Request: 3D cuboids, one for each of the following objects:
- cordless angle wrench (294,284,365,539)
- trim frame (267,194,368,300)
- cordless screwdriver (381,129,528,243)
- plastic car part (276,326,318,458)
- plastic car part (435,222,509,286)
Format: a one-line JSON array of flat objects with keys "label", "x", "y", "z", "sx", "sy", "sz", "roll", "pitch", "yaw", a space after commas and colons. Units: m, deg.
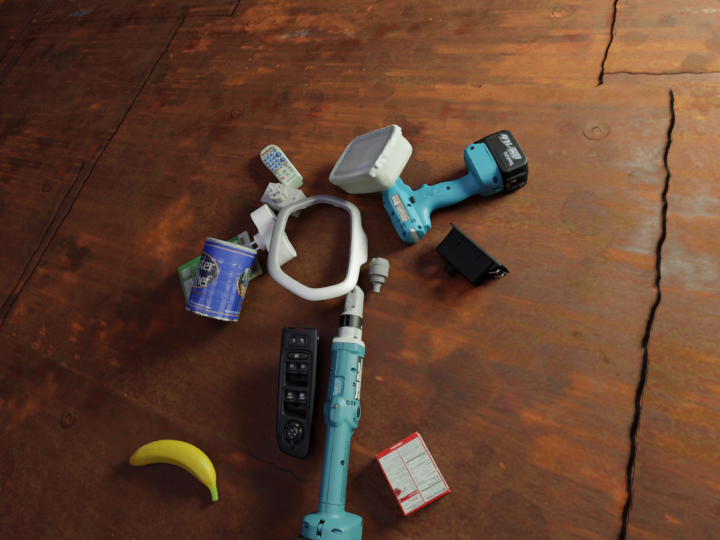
[{"label": "cordless angle wrench", "x": -0.028, "y": 0.222, "z": 0.663, "sx": 0.077, "sy": 0.093, "sz": 0.431, "roll": -4, "pitch": 63, "yaw": 20}, {"label": "trim frame", "x": -0.078, "y": -0.051, "z": 0.797, "sx": 0.185, "sy": 0.027, "sz": 0.255, "roll": 2, "pitch": 53, "yaw": 2}, {"label": "cordless screwdriver", "x": 0.158, "y": -0.168, "z": 0.771, "sx": 0.252, "sy": 0.070, "sz": 0.166, "roll": -27, "pitch": 60, "yaw": 12}, {"label": "plastic car part", "x": -0.103, "y": 0.200, "z": 0.708, "sx": 0.068, "sy": 0.064, "sz": 0.206, "roll": -1, "pitch": 71, "yaw": 11}, {"label": "plastic car part", "x": 0.177, "y": -0.018, "z": 0.709, "sx": 0.071, "sy": 0.062, "sz": 0.123, "roll": -51, "pitch": 57, "yaw": 10}]
